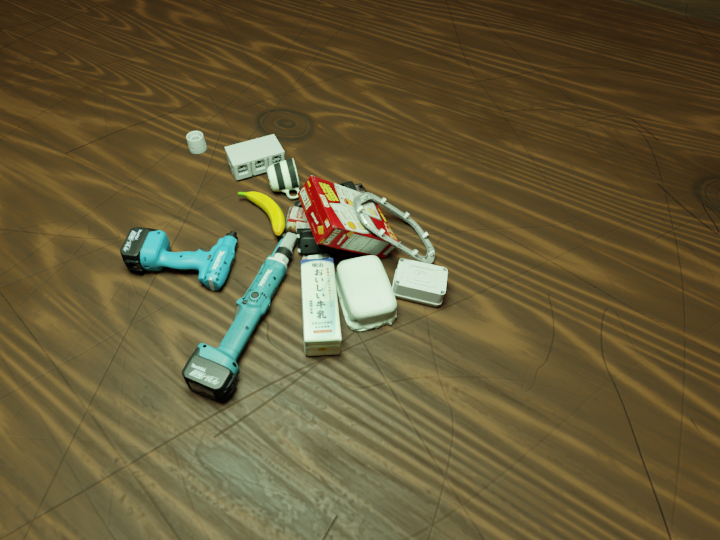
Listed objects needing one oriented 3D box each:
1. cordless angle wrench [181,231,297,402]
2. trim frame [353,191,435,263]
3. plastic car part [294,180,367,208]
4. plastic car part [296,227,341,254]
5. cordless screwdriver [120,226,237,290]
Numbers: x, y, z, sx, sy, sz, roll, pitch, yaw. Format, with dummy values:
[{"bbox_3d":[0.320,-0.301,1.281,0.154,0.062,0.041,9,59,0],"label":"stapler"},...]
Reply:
[{"bbox_3d":[-0.230,0.069,0.920,0.100,0.072,0.426,16,52,9],"label":"cordless angle wrench"},{"bbox_3d":[0.084,-0.105,1.005,0.240,0.028,0.189,31,35,-18],"label":"trim frame"},{"bbox_3d":[-0.075,-0.196,1.125,0.200,0.065,0.069,-17,63,-10],"label":"plastic car part"},{"bbox_3d":[-0.097,-0.064,0.996,0.118,0.065,0.071,-1,15,9],"label":"plastic car part"},{"bbox_3d":[-0.422,-0.049,1.006,0.250,0.072,0.162,11,53,3],"label":"cordless screwdriver"}]
